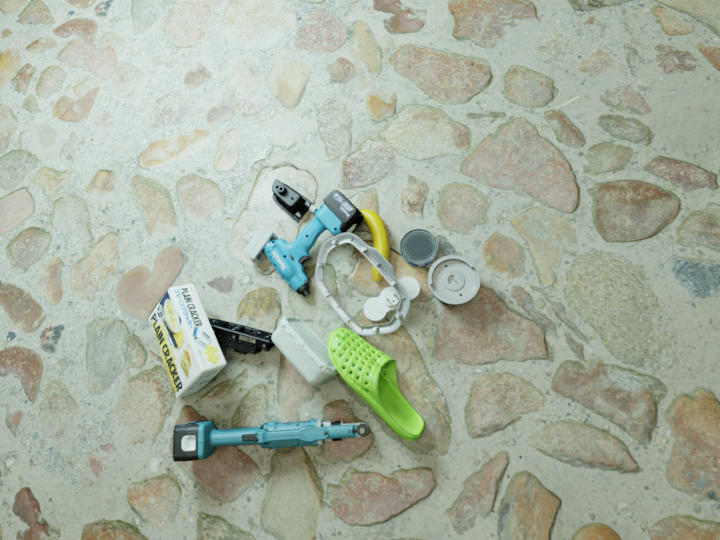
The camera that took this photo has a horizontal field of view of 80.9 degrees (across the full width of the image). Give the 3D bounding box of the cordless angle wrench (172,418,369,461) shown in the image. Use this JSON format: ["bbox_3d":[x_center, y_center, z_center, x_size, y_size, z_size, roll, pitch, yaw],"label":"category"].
[{"bbox_3d":[-0.192,0.358,0.920,0.427,0.095,0.076,-6,74,6],"label":"cordless angle wrench"}]

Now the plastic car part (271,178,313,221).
[{"bbox_3d":[-0.189,-0.191,1.084,0.120,0.069,0.066,39,84,16],"label":"plastic car part"}]

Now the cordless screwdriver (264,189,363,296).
[{"bbox_3d":[-0.099,-0.065,1.016,0.250,0.072,0.164,-40,75,9],"label":"cordless screwdriver"}]

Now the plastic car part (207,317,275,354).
[{"bbox_3d":[-0.296,0.159,1.014,0.209,0.065,0.066,16,103,15],"label":"plastic car part"}]

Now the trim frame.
[{"bbox_3d":[-0.004,0.032,0.929,0.185,0.026,0.256,-47,72,25],"label":"trim frame"}]
